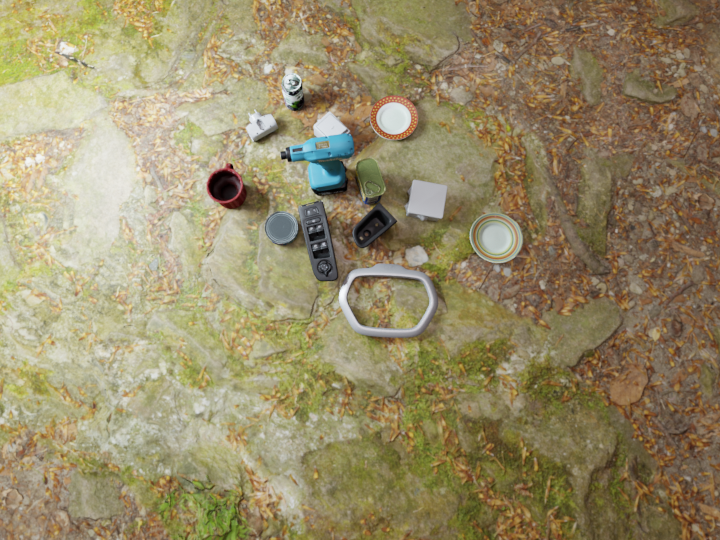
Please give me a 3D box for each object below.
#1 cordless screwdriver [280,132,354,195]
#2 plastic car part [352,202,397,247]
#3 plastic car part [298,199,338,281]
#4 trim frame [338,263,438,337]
[{"bbox_3d":[-0.101,-0.247,1.008,0.159,0.247,0.075,-8,84,-3],"label":"cordless screwdriver"},{"bbox_3d":[0.025,-0.103,1.067,0.116,0.070,0.067,-43,85,-6],"label":"plastic car part"},{"bbox_3d":[-0.104,-0.068,1.067,0.066,0.066,0.206,-13,80,-3],"label":"plastic car part"},{"bbox_3d":[0.070,0.073,1.056,0.249,0.027,0.186,1,80,2],"label":"trim frame"}]
